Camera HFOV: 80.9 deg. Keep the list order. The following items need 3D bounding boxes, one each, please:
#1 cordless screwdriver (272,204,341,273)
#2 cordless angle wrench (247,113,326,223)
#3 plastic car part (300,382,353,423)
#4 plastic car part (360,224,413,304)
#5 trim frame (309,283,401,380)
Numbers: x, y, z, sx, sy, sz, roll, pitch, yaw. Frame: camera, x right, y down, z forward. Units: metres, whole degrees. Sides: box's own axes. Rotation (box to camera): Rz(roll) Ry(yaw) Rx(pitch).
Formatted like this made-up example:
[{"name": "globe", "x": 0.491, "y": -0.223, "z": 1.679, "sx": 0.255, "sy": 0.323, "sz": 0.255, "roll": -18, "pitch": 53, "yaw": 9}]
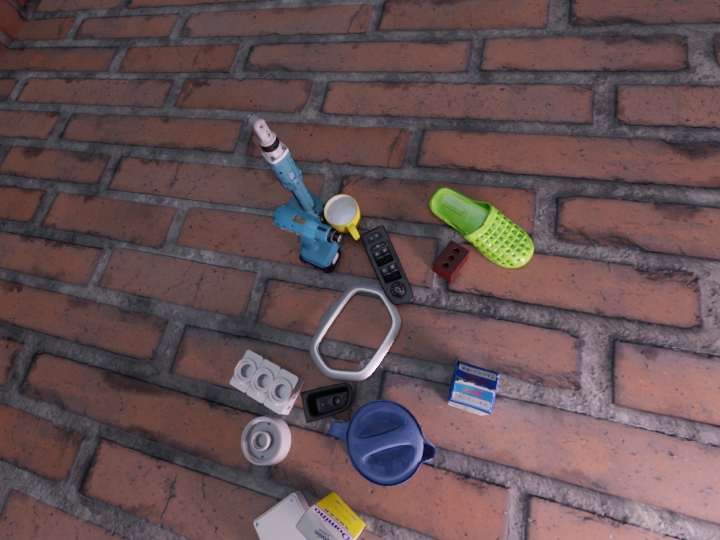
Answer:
[{"name": "cordless screwdriver", "x": -0.098, "y": -0.064, "z": 1.003, "sx": 0.165, "sy": 0.239, "sz": 0.074, "roll": 23, "pitch": 76, "yaw": 19}, {"name": "cordless angle wrench", "x": -0.166, "y": -0.220, "z": 0.991, "sx": 0.074, "sy": 0.406, "sz": 0.102, "roll": -45, "pitch": 69, "yaw": -7}, {"name": "plastic car part", "x": -0.066, "y": 0.293, "z": 0.946, "sx": 0.117, "sy": 0.068, "sz": 0.068, "roll": -17, "pitch": 67, "yaw": 7}, {"name": "plastic car part", "x": 0.067, "y": -0.005, "z": 1.032, "sx": 0.066, "sy": 0.064, "sz": 0.210, "roll": -24, "pitch": 65, "yaw": 3}, {"name": "trim frame", "x": -0.015, "y": 0.145, "z": 1.015, "sx": 0.192, "sy": 0.026, "sz": 0.248, "roll": 30, "pitch": 79, "yaw": 23}]
